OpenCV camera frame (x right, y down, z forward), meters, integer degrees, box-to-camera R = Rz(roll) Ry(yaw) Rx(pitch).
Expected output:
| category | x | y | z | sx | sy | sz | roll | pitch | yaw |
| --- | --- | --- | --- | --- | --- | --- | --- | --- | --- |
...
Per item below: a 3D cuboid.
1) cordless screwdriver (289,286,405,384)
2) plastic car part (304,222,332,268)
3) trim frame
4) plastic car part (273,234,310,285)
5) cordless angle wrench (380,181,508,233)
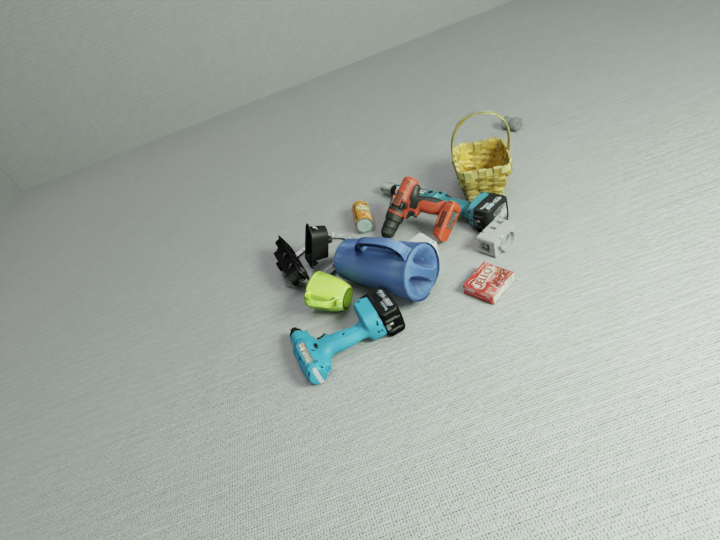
| category | x | y | z | sx | sy | sz | roll | pitch | yaw |
| --- | --- | --- | --- | --- | --- | --- | --- | --- | --- |
| cordless screwdriver | -0.038 | 0.128 | 0.940 | 0.247 | 0.071 | 0.168 | -32 | 39 | -7 |
| plastic car part | -0.114 | -0.074 | 1.161 | 0.069 | 0.114 | 0.069 | -7 | 32 | -23 |
| trim frame | -0.120 | -0.036 | 1.210 | 0.245 | 0.026 | 0.195 | -38 | 41 | -22 |
| plastic car part | -0.197 | -0.022 | 1.167 | 0.067 | 0.063 | 0.214 | -38 | 40 | -6 |
| cordless angle wrench | 0.210 | -0.205 | 1.221 | 0.097 | 0.071 | 0.448 | -39 | 39 | -22 |
